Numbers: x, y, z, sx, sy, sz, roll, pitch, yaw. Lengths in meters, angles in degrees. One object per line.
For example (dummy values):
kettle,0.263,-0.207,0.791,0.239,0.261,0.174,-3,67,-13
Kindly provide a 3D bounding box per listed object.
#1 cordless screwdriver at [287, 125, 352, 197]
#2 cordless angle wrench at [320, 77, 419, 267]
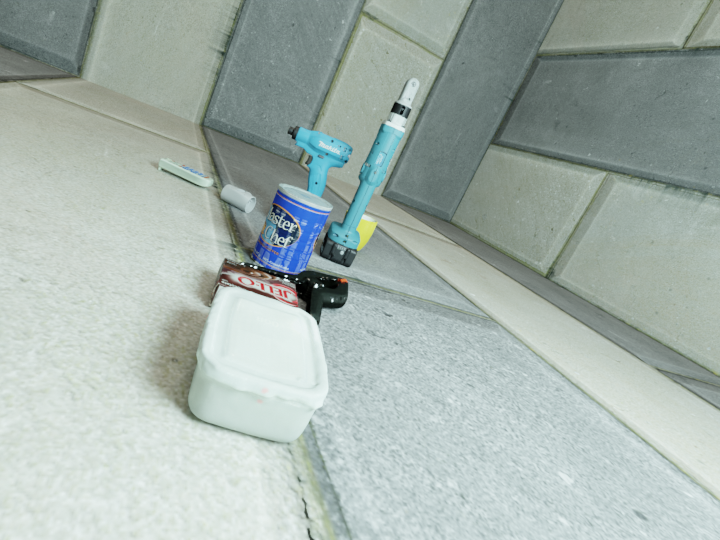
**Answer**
cordless screwdriver,-0.138,-0.216,1.027,0.157,0.247,0.076,23,14,-8
cordless angle wrench,0.026,-0.213,0.926,0.073,0.421,0.100,23,14,-10
